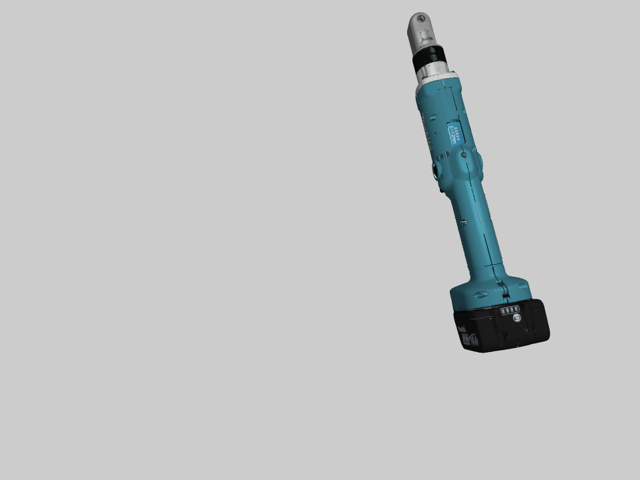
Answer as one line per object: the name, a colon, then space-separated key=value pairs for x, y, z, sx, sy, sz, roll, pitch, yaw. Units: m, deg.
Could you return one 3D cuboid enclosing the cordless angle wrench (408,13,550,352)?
cordless angle wrench: x=0.164 y=-0.086 z=0.510 sx=0.074 sy=0.422 sz=0.098 roll=-11 pitch=-10 yaw=0
